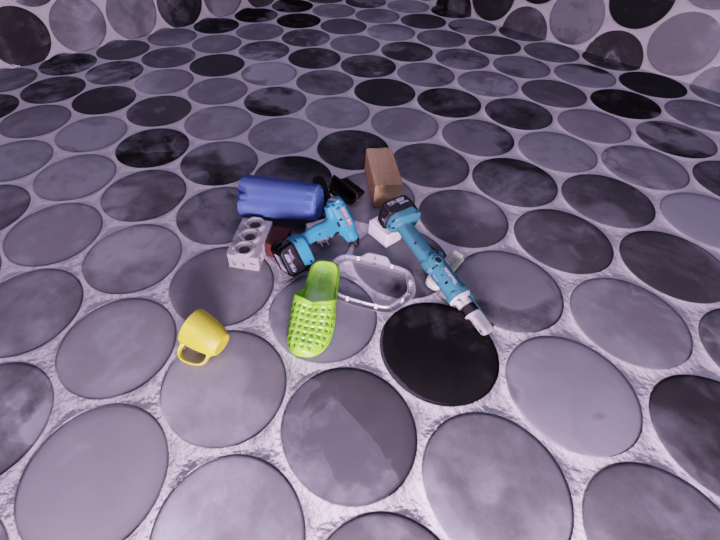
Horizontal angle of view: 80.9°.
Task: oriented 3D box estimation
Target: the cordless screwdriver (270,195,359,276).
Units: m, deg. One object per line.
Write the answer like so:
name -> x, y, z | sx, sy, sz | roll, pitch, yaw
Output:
cordless screwdriver -> -0.114, -0.075, 1.166 | 0.246, 0.153, 0.078 | -40, 29, -18

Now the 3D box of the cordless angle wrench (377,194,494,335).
cordless angle wrench -> 0.193, -0.016, 1.095 | 0.096, 0.073, 0.441 | -22, 62, -22

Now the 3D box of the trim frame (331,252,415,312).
trim frame -> 0.023, 0.026, 1.127 | 0.255, 0.026, 0.185 | 12, 48, 14

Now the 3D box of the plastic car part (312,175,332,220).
plastic car part -> -0.123, -0.233, 1.347 | 0.066, 0.064, 0.212 | -15, 46, -6

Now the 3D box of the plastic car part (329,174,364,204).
plastic car part -> -0.036, -0.264, 1.379 | 0.122, 0.065, 0.069 | 37, 41, 24
